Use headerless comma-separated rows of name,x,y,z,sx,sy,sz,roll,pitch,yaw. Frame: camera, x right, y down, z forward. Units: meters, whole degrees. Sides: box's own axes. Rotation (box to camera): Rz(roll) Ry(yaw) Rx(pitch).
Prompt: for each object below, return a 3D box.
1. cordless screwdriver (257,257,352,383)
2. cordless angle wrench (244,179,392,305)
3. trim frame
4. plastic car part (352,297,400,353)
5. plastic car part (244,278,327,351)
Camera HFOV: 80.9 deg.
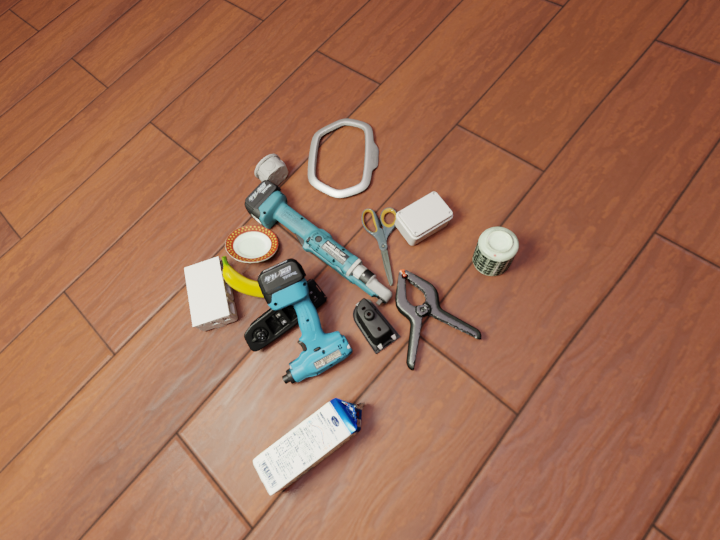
cordless screwdriver,-0.141,0.108,0.889,0.159,0.075,0.246,-29,95,-3
cordless angle wrench,-0.098,-0.064,1.003,0.439,0.072,0.097,37,78,20
trim frame,-0.046,-0.299,1.113,0.188,0.026,0.254,-1,66,11
plastic car part,0.025,0.108,0.905,0.065,0.069,0.121,-34,70,-7
plastic car part,-0.178,0.096,0.950,0.202,0.063,0.070,-40,30,-10
